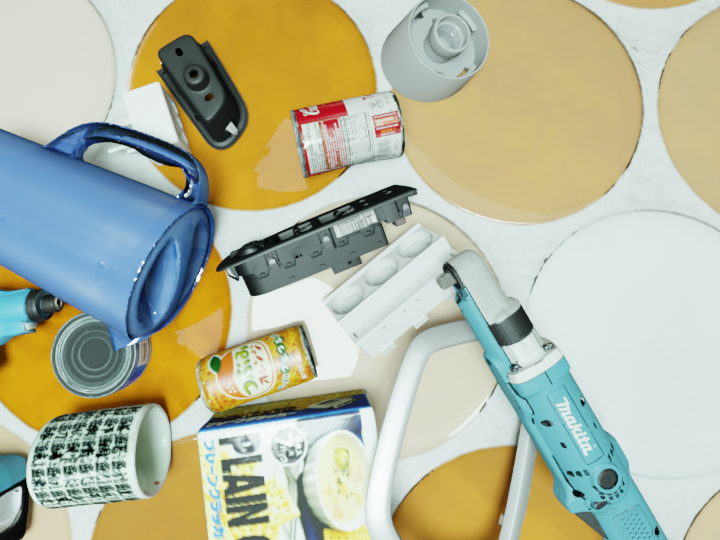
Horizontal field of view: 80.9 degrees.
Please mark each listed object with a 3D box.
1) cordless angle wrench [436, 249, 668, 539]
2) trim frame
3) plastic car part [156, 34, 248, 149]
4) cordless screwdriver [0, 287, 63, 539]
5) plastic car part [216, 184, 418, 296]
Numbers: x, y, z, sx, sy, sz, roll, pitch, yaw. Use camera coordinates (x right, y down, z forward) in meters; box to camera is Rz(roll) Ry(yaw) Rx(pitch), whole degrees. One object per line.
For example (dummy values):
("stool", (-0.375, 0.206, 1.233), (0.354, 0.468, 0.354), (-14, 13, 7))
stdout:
("cordless angle wrench", (0.191, 0.165, 0.361), (0.098, 0.075, 0.420), (-31, 93, -3))
("trim frame", (0.096, 0.164, 0.384), (0.179, 0.028, 0.251), (23, 70, -16))
("plastic car part", (-0.162, -0.188, 0.429), (0.066, 0.070, 0.118), (-33, 84, -3))
("cordless screwdriver", (-0.359, 0.141, 0.400), (0.159, 0.073, 0.252), (-9, 81, -1))
("plastic car part", (-0.041, -0.027, 0.422), (0.202, 0.069, 0.065), (-19, 113, -3))
